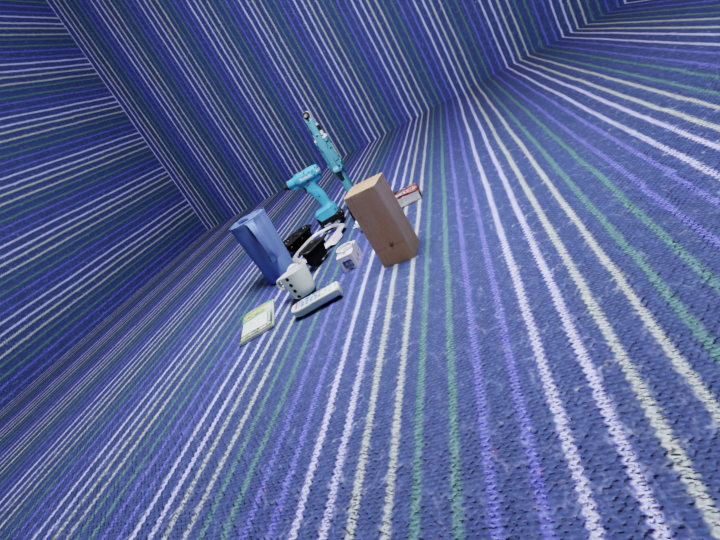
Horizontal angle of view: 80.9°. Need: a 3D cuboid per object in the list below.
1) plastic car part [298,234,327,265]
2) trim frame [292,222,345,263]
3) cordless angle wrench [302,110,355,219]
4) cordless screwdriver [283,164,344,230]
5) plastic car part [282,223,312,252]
[{"bbox_3d":[-0.146,-0.052,1.347,0.068,0.069,0.116,-18,24,34],"label":"plastic car part"},{"bbox_3d":[-0.147,-0.096,1.505,0.191,0.027,0.247,-14,27,39],"label":"trim frame"},{"bbox_3d":[-0.090,-0.381,1.522,0.076,0.411,0.099,-25,17,19],"label":"cordless angle wrench"},{"bbox_3d":[-0.176,-0.268,1.625,0.162,0.242,0.075,-25,18,20],"label":"cordless screwdriver"},{"bbox_3d":[-0.239,-0.119,1.628,0.068,0.065,0.202,-18,25,34],"label":"plastic car part"}]
